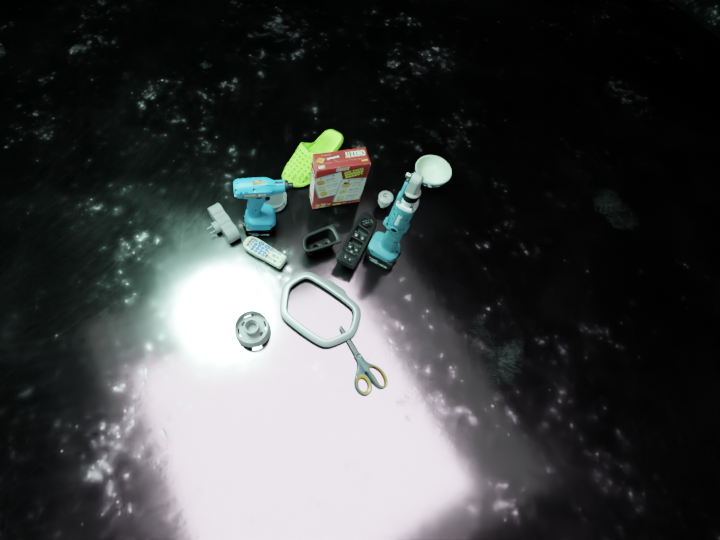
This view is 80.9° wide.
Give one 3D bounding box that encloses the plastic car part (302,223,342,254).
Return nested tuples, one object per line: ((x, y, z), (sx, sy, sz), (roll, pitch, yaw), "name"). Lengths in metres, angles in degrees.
((-0.125, -0.082, 1.280), (0.115, 0.070, 0.068), (-22, 70, -15), "plastic car part")

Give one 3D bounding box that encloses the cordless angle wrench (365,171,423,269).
((0.098, -0.127, 1.124), (0.099, 0.417, 0.074), (30, 66, 4), "cordless angle wrench")

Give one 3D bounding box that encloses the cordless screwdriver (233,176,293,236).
((-0.274, -0.185, 1.222), (0.157, 0.245, 0.076), (-3, 67, -9), "cordless screwdriver")

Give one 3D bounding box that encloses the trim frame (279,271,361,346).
((-0.117, 0.108, 1.212), (0.254, 0.027, 0.183), (32, 66, 11), "trim frame")

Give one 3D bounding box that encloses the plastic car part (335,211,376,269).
((-0.010, -0.088, 1.293), (0.067, 0.066, 0.203), (25, 65, 5), "plastic car part")
